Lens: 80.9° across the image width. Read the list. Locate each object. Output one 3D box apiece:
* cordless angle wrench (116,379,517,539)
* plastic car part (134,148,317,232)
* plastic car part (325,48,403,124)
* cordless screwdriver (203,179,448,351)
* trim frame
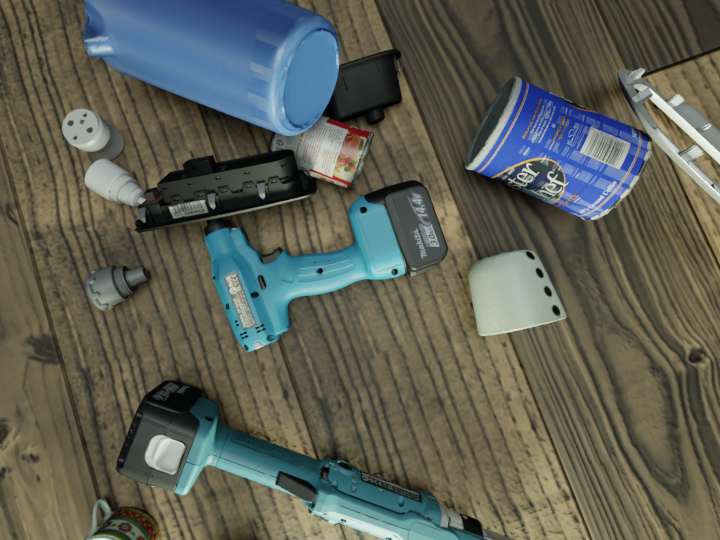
[{"bbox_3d":[-0.026,0.226,0.434,0.423,0.098,0.074,20,86,-1],"label":"cordless angle wrench"},{"bbox_3d":[-0.147,-0.092,0.456,0.206,0.067,0.065,-5,114,8],"label":"plastic car part"},{"bbox_3d":[0.002,-0.205,0.491,0.116,0.067,0.070,-16,101,-4],"label":"plastic car part"},{"bbox_3d":[-0.045,-0.030,0.464,0.250,0.073,0.161,-23,85,3],"label":"cordless screwdriver"},{"bbox_3d":[0.359,-0.122,0.436,0.250,0.028,0.182,43,45,2],"label":"trim frame"}]
